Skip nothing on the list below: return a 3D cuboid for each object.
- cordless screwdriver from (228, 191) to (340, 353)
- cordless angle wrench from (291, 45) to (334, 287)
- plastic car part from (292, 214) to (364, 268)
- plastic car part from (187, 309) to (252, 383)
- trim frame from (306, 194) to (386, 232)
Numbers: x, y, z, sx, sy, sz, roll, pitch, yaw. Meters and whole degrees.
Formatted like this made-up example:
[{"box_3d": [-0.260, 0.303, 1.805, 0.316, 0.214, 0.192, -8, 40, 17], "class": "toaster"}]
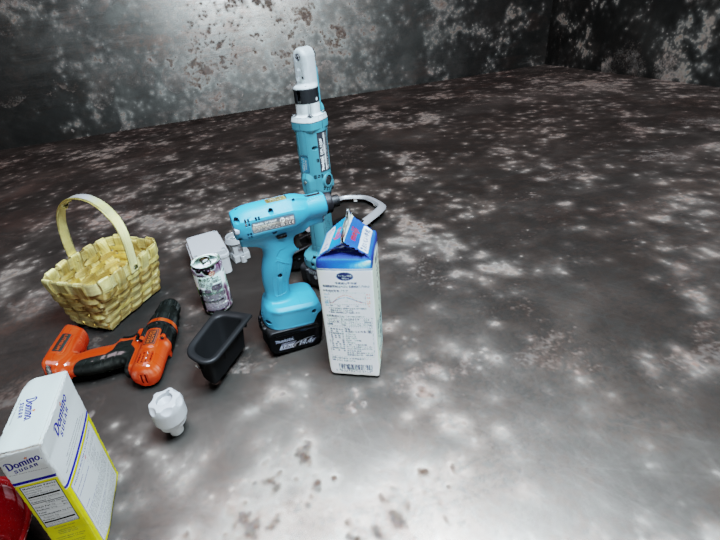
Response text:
[{"box_3d": [-0.098, 0.001, 0.648, 0.156, 0.241, 0.078, -15, 31, -15], "class": "cordless screwdriver"}, {"box_3d": [-0.076, -0.161, 0.741, 0.078, 0.409, 0.096, 16, 36, 32], "class": "cordless angle wrench"}, {"box_3d": [-0.088, -0.058, 0.904, 0.198, 0.065, 0.070, -24, 35, -25], "class": "plastic car part"}, {"box_3d": [-0.213, 0.122, 0.642, 0.068, 0.068, 0.117, 2, 33, 14], "class": "plastic car part"}, {"box_3d": [-0.045, -0.142, 1.063, 0.193, 0.026, 0.245, 13, 38, 30], "class": "trim frame"}]
